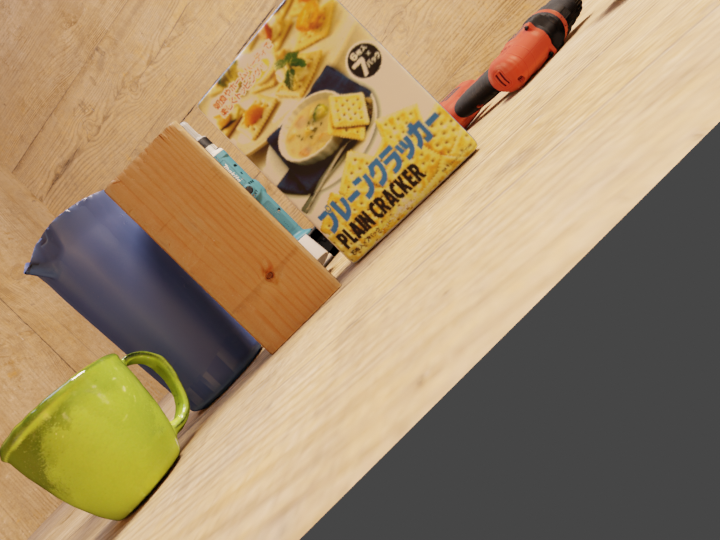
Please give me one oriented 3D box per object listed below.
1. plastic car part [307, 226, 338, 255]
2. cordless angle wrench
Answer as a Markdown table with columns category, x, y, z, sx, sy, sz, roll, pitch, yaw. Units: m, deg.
| category | x | y | z | sx | sy | sz | roll | pitch | yaw |
| --- | --- | --- | --- | --- | --- | --- | --- | --- | --- |
| plastic car part | -0.069 | -0.045 | 0.710 | 0.067 | 0.066 | 0.201 | -41 | 8 | 43 |
| cordless angle wrench | -0.240 | -0.166 | 0.916 | 0.097 | 0.422 | 0.075 | -45 | 1 | -9 |
